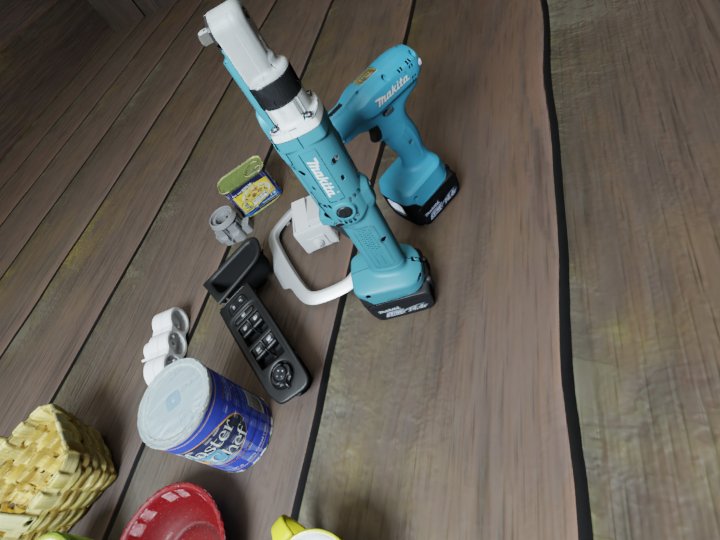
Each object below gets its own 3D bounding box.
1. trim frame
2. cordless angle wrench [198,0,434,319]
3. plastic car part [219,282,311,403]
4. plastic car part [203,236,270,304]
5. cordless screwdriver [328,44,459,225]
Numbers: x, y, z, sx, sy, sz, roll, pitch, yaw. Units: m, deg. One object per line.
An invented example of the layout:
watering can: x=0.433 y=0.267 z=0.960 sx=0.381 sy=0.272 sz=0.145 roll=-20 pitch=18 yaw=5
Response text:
trim frame: x=-0.069 y=-0.045 z=0.706 sx=0.184 sy=0.026 sz=0.262 roll=-38 pitch=47 yaw=0
cordless angle wrench: x=-0.020 y=-0.079 z=0.447 sx=0.100 sy=0.400 sz=0.077 roll=-17 pitch=50 yaw=16
plastic car part: x=-0.132 y=0.108 z=0.604 sx=0.066 sy=0.063 sz=0.215 roll=-42 pitch=47 yaw=-5
plastic car part: x=-0.193 y=0.010 z=0.708 sx=0.116 sy=0.067 sz=0.070 roll=-47 pitch=48 yaw=-9
cordless screwdriver: x=0.042 y=-0.155 z=0.581 sx=0.159 sy=0.235 sz=0.079 roll=-45 pitch=48 yaw=-8
